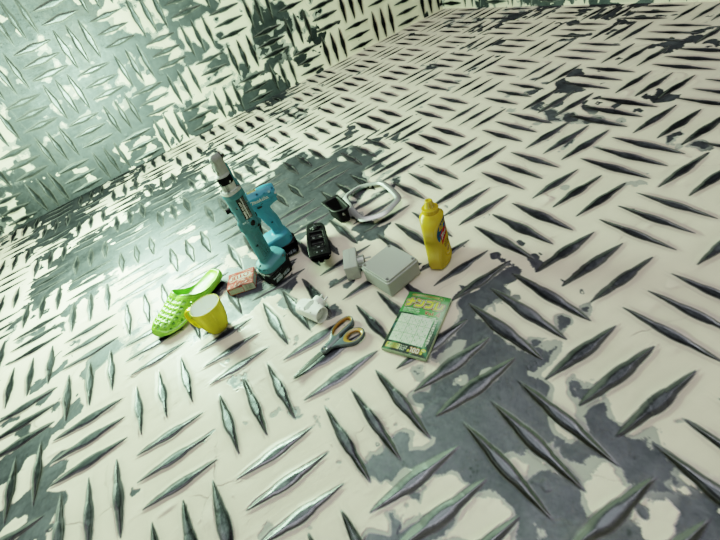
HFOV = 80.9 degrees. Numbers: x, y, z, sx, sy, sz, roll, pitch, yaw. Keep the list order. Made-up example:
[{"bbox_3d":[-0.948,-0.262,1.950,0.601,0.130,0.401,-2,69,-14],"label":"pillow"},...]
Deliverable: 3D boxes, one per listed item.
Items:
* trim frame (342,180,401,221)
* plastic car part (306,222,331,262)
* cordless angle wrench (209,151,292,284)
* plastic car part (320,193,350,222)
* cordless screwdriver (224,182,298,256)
[{"bbox_3d":[0.031,-0.234,1.419,0.183,0.026,0.261,-27,39,-4],"label":"trim frame"},{"bbox_3d":[-0.127,-0.083,1.294,0.067,0.064,0.211,-20,39,2],"label":"plastic car part"},{"bbox_3d":[-0.313,-0.138,1.179,0.078,0.404,0.097,18,52,40],"label":"cordless angle wrench"},{"bbox_3d":[-0.071,-0.193,1.390,0.065,0.068,0.123,-30,39,-10],"label":"plastic car part"},{"bbox_3d":[-0.298,-0.136,1.303,0.158,0.237,0.078,-25,37,-4],"label":"cordless screwdriver"}]
